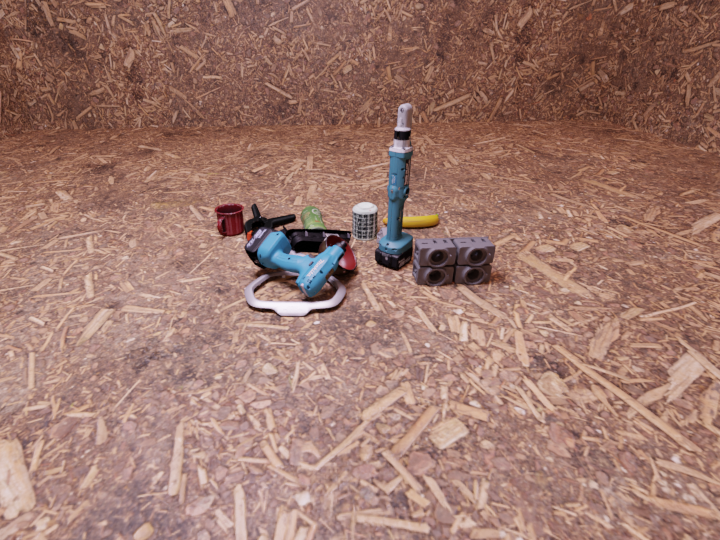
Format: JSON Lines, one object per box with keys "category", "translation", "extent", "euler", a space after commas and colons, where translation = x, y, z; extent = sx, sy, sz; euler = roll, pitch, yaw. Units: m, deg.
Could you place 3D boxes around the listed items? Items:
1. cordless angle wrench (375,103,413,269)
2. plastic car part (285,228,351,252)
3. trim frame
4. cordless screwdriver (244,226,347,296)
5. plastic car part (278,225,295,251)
{"category": "cordless angle wrench", "translation": [0.098, -0.207, 1.086], "extent": [0.078, 0.412, 0.095], "euler": [21, 33, 33]}
{"category": "plastic car part", "translation": [-0.115, -0.075, 1.179], "extent": [0.195, 0.066, 0.070], "euler": [4, 44, -26]}
{"category": "trim frame", "translation": [-0.160, 0.050, 1.035], "extent": [0.248, 0.027, 0.189], "euler": [0, 28, -1]}
{"category": "cordless screwdriver", "translation": [-0.162, -0.044, 1.060], "extent": [0.262, 0.071, 0.158], "euler": [24, 64, 34]}
{"category": "plastic car part", "translation": [-0.234, -0.082, 1.246], "extent": [0.070, 0.063, 0.123], "euler": [-26, 32, -15]}
